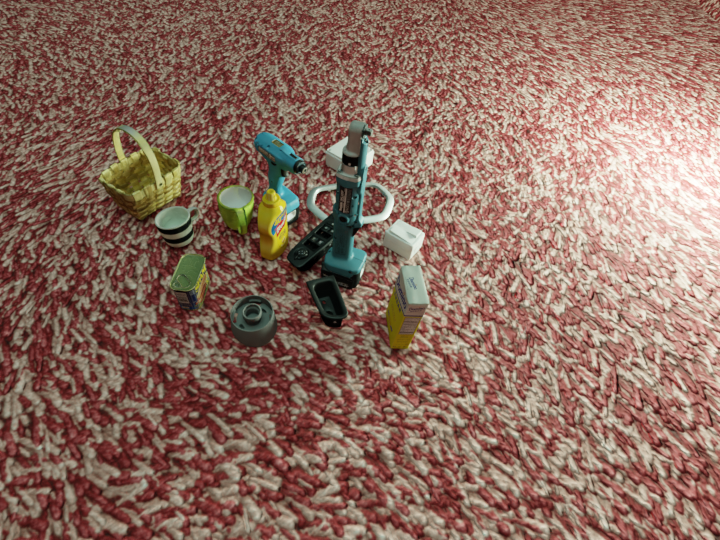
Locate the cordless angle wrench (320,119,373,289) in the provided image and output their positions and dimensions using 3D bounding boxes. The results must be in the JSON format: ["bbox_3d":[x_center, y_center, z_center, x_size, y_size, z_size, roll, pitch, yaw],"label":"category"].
[{"bbox_3d":[-0.025,-0.120,0.869,0.100,0.411,0.074,21,51,10],"label":"cordless angle wrench"}]

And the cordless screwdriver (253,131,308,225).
[{"bbox_3d":[-0.190,-0.207,1.049,0.073,0.242,0.167,-36,61,-30],"label":"cordless screwdriver"}]

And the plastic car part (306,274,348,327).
[{"bbox_3d":[-0.071,0.078,0.924,0.065,0.069,0.122,-14,52,-15],"label":"plastic car part"}]

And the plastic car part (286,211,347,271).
[{"bbox_3d":[-0.103,-0.067,1.049,0.069,0.065,0.200,33,56,22],"label":"plastic car part"}]

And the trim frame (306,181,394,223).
[{"bbox_3d":[-0.027,-0.192,1.181,0.245,0.027,0.192,-9,51,-9],"label":"trim frame"}]
